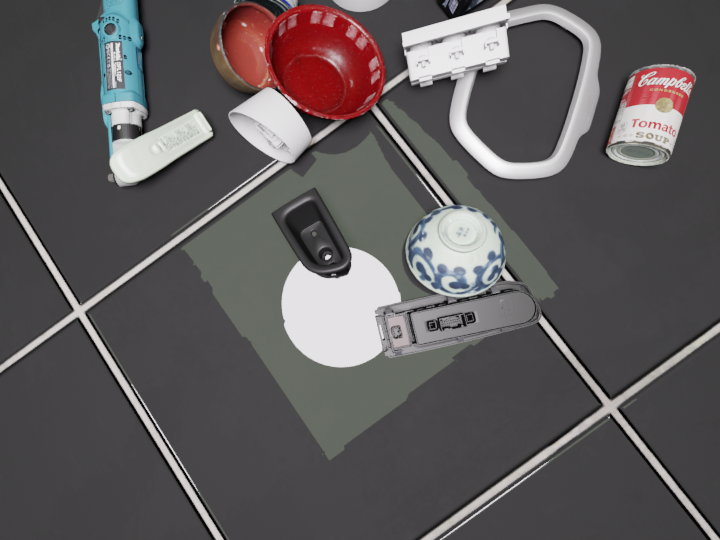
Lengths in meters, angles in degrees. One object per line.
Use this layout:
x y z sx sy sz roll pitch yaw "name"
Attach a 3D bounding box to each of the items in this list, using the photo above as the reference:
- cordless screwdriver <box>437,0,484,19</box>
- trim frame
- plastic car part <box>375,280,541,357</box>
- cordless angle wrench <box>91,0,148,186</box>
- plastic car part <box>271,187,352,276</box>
0.094 -0.461 0.531 0.074 0.158 0.251 -34 86 -2 "cordless screwdriver"
0.222 -0.239 0.563 0.187 0.027 0.249 17 84 7 "trim frame"
0.125 0.056 0.523 0.203 0.066 0.067 -12 78 0 "plastic car part"
-0.341 -0.328 0.598 0.098 0.073 0.425 -7 86 2 "cordless angle wrench"
-0.053 -0.034 0.539 0.066 0.068 0.121 -31 68 0 "plastic car part"
